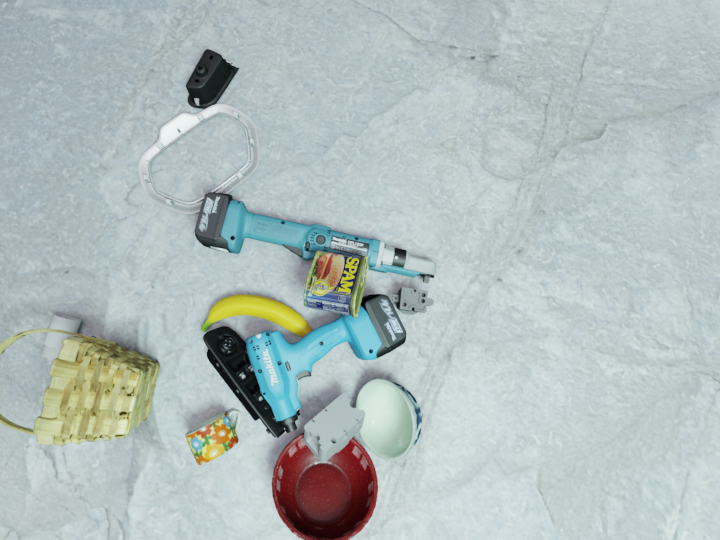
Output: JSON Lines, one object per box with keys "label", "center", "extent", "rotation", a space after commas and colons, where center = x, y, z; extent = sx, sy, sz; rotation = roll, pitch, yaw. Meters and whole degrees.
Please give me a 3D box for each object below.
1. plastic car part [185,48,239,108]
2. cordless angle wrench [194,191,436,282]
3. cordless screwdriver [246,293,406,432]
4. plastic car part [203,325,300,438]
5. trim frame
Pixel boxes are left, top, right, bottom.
{"label": "plastic car part", "center": [-0.296, -0.377, 0.817], "extent": [0.067, 0.070, 0.117], "rotation": [26, 77, 3]}
{"label": "cordless angle wrench", "center": [-0.073, -0.048, 0.751], "extent": [0.424, 0.074, 0.098], "rotation": [12, 80, 1]}
{"label": "cordless screwdriver", "center": [-0.047, 0.143, 0.689], "extent": [0.245, 0.074, 0.161], "rotation": [-20, 83, -13]}
{"label": "plastic car part", "center": [-0.191, 0.182, 0.709], "extent": [0.205, 0.068, 0.065], "rotation": [52, 46, 6]}
{"label": "trim frame", "center": [-0.307, -0.218, 0.808], "extent": [0.248, 0.027, 0.188], "rotation": [-38, 80, -5]}
